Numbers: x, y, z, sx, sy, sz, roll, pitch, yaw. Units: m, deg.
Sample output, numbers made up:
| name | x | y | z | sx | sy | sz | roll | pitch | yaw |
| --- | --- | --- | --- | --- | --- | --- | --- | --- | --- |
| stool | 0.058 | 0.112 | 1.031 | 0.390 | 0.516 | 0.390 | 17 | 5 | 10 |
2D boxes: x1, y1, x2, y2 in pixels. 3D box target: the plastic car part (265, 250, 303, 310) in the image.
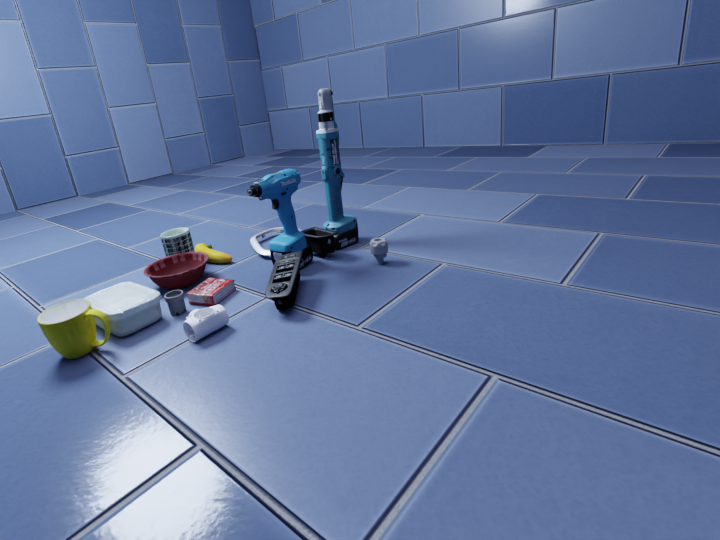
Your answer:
| name | x | y | z | sx | sy | sz | roll | pitch | yaw |
| --- | --- | --- | --- | --- | --- | --- | --- | --- | --- |
| plastic car part | -0.164 | 0.025 | 0.928 | 0.067 | 0.065 | 0.207 | -6 | 23 | 2 |

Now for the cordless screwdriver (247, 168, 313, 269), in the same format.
| name | x | y | z | sx | sy | sz | roll | pitch | yaw |
| --- | --- | --- | --- | --- | --- | --- | --- | --- | --- |
| cordless screwdriver | -0.198 | -0.115 | 1.039 | 0.078 | 0.243 | 0.155 | 8 | 25 | 33 |

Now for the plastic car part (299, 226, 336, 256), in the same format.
| name | x | y | z | sx | sy | sz | roll | pitch | yaw |
| --- | --- | --- | --- | --- | --- | --- | --- | --- | --- |
| plastic car part | -0.111 | -0.073 | 1.134 | 0.064 | 0.069 | 0.123 | -22 | 26 | -34 |

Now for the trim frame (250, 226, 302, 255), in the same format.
| name | x | y | z | sx | sy | sz | roll | pitch | yaw |
| --- | --- | --- | --- | --- | --- | --- | --- | --- | --- |
| trim frame | -0.231 | -0.088 | 1.261 | 0.180 | 0.027 | 0.261 | -16 | 24 | -19 |

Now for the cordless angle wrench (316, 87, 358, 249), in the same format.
| name | x | y | z | sx | sy | sz | roll | pitch | yaw |
| --- | --- | --- | --- | --- | --- | --- | --- | --- | --- |
| cordless angle wrench | -0.076 | -0.269 | 1.143 | 0.095 | 0.413 | 0.078 | -21 | 25 | -37 |
